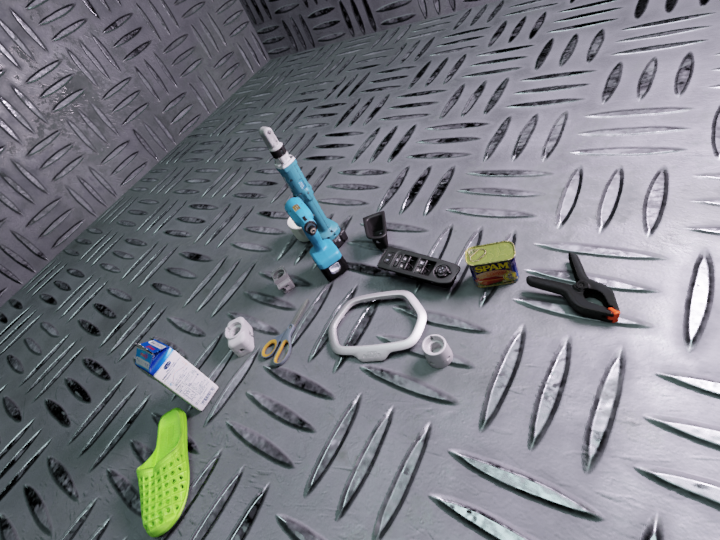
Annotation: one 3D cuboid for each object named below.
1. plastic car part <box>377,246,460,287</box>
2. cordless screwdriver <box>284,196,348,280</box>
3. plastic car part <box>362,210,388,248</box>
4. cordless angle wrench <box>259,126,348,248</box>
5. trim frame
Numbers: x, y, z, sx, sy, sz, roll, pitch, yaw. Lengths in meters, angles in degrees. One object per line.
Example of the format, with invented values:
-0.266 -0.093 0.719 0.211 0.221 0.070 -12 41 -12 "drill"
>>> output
0.143 0.000 1.027 0.214 0.064 0.066 13 57 40 "plastic car part"
-0.110 -0.072 1.124 0.074 0.236 0.168 -34 39 -5 "cordless screwdriver"
0.052 -0.102 1.184 0.067 0.067 0.120 -20 41 13 "plastic car part"
-0.162 -0.218 1.175 0.074 0.402 0.104 -45 41 -18 "cordless angle wrench"
0.035 0.127 0.997 0.256 0.026 0.188 -11 45 23 "trim frame"
